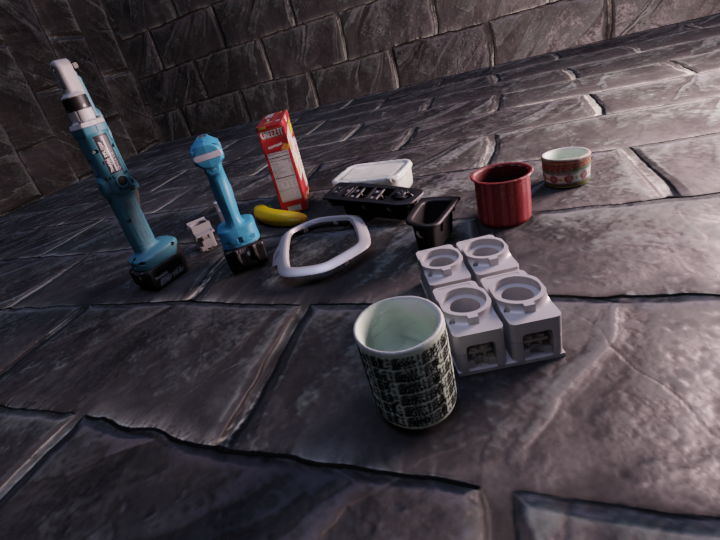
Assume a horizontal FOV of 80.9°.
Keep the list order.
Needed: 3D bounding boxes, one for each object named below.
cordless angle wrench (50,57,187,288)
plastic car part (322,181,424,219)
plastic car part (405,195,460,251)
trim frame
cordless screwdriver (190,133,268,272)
[{"bbox_3d":[-0.445,-0.162,0.771,0.078,0.409,0.096,4,31,34],"label":"cordless angle wrench"},{"bbox_3d":[0.026,-0.132,0.829,0.213,0.065,0.065,8,35,37],"label":"plastic car part"},{"bbox_3d":[0.112,-0.065,0.659,0.069,0.068,0.115,1,32,29],"label":"plastic car part"},{"bbox_3d":[-0.076,-0.050,0.777,0.184,0.026,0.257,-17,28,0],"label":"trim frame"},{"bbox_3d":[-0.251,-0.131,0.790,0.073,0.240,0.166,-20,27,-11],"label":"cordless screwdriver"}]
